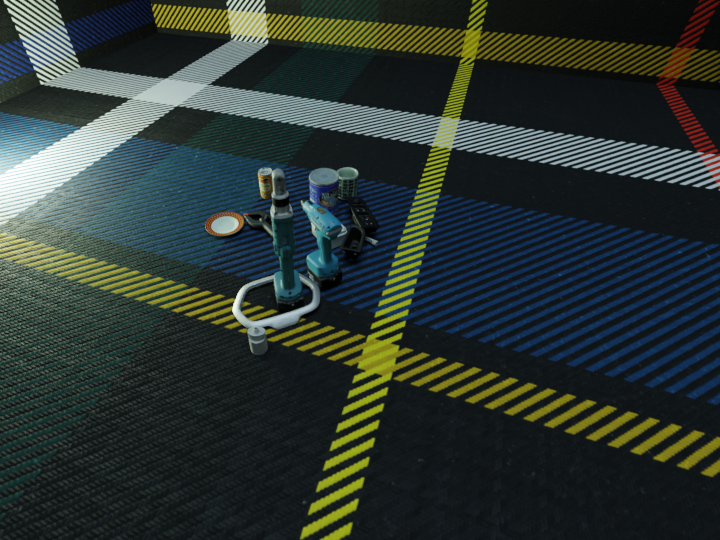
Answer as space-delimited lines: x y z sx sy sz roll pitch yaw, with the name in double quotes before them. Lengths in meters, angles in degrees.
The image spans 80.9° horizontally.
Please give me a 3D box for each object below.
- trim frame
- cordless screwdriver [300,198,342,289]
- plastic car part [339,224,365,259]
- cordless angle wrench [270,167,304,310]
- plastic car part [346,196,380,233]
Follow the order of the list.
"trim frame" -0.234 0.083 1.182 0.243 0.027 0.194 -17 46 -16
"cordless screwdriver" -0.117 -0.076 1.193 0.072 0.241 0.168 -24 49 -27
"plastic car part" -0.020 -0.079 1.320 0.067 0.069 0.118 11 44 9
"cordless angle wrench" -0.191 -0.065 1.060 0.073 0.410 0.102 -8 44 -13
"plastic car part" 0.003 -0.184 1.433 0.065 0.065 0.212 -10 44 -12
